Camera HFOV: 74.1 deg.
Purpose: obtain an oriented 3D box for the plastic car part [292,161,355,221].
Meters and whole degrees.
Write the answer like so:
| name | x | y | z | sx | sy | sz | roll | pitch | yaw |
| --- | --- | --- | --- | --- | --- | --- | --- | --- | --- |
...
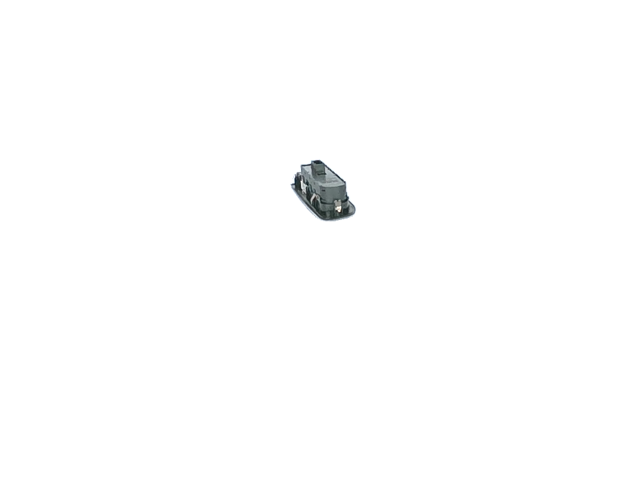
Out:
| name | x | y | z | sx | sy | sz | roll | pitch | yaw |
| --- | --- | --- | --- | --- | --- | --- | --- | --- | --- |
| plastic car part | 0.006 | -0.085 | 0.667 | 0.066 | 0.067 | 0.203 | -2 | 26 | -14 |
